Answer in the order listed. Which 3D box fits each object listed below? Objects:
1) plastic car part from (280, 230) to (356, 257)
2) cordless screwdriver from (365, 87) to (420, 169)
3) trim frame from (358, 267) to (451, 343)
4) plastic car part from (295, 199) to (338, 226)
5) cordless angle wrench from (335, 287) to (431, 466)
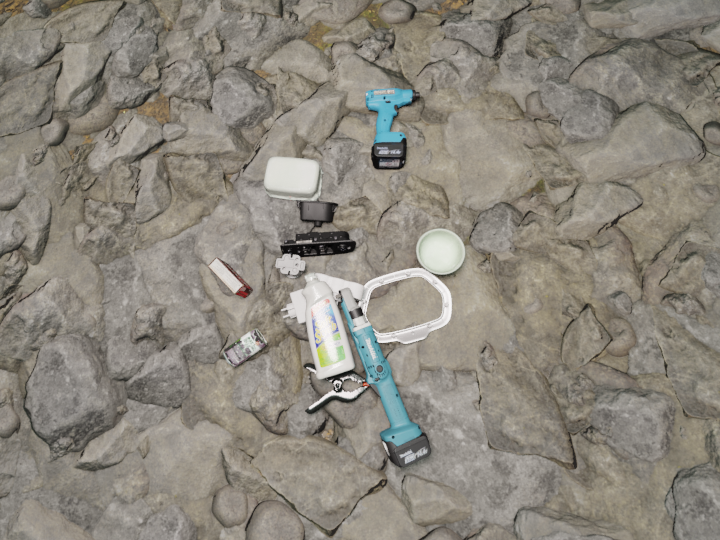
[{"bbox_3d":[-0.113,-0.074,1.154,0.205,0.064,0.069,0,51,6],"label":"plastic car part"},{"bbox_3d":[0.099,-0.416,1.215,0.160,0.072,0.254,-4,71,4],"label":"cordless screwdriver"},{"bbox_3d":[0.113,0.093,1.099,0.248,0.027,0.188,-15,75,0],"label":"trim frame"},{"bbox_3d":[-0.124,-0.159,1.178,0.117,0.066,0.071,7,92,3],"label":"plastic car part"},{"bbox_3d":[0.039,0.240,1.021,0.097,0.074,0.431,-20,78,-12],"label":"cordless angle wrench"}]
